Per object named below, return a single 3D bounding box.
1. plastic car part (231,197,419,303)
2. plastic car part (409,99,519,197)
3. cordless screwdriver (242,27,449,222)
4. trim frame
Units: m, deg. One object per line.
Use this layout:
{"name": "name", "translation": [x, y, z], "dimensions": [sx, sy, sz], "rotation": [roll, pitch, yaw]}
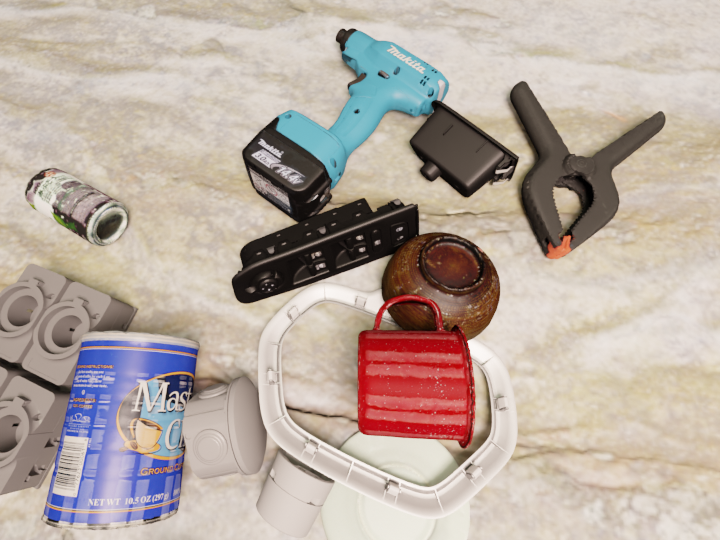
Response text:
{"name": "plastic car part", "translation": [-0.043, -0.028, 0.439], "dimensions": [0.202, 0.064, 0.070], "rotation": [-25, 62, -5]}
{"name": "plastic car part", "translation": [0.103, -0.125, 0.469], "dimensions": [0.121, 0.063, 0.071], "rotation": [43, 92, 19]}
{"name": "cordless screwdriver", "translation": [-0.033, -0.184, 0.492], "dimensions": [0.164, 0.072, 0.247], "rotation": [40, 74, 16]}
{"name": "trim frame", "translation": [0.020, 0.103, 0.393], "dimensions": [0.255, 0.027, 0.185], "rotation": [20, 62, 13]}
